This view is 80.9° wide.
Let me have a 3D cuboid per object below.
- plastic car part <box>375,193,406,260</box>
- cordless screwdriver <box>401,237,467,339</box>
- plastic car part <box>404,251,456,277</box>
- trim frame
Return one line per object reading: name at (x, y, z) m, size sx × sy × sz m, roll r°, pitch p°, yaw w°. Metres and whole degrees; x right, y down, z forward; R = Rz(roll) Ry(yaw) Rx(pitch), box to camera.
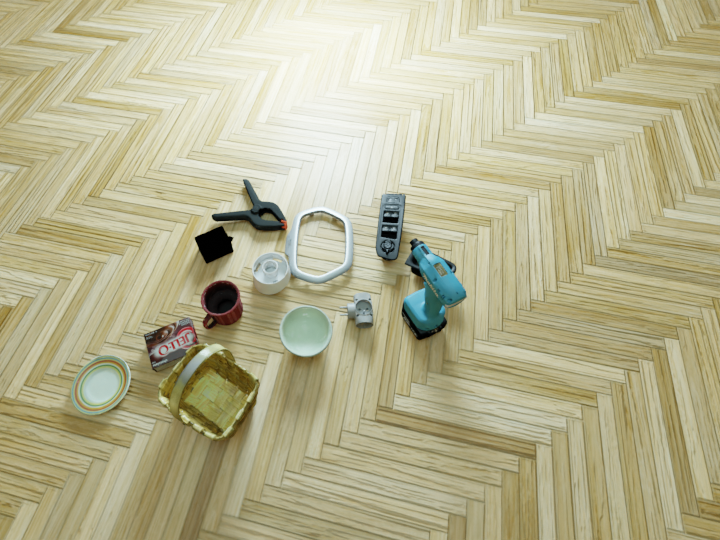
plastic car part at (0.078, -0.110, 1.133) m, size 0.067 × 0.065 × 0.207 m, roll 7°, pitch 60°, yaw 3°
cordless screwdriver at (0.143, 0.046, 0.937) m, size 0.073 × 0.242 × 0.166 m, roll -23°, pitch 64°, yaw -15°
plastic car part at (0.174, -0.002, 1.065) m, size 0.120 × 0.069 × 0.066 m, roll 27°, pitch 63°, yaw 15°
trim frame at (-0.111, -0.073, 1.138) m, size 0.185 × 0.027 × 0.255 m, roll -1°, pitch 59°, yaw 1°
